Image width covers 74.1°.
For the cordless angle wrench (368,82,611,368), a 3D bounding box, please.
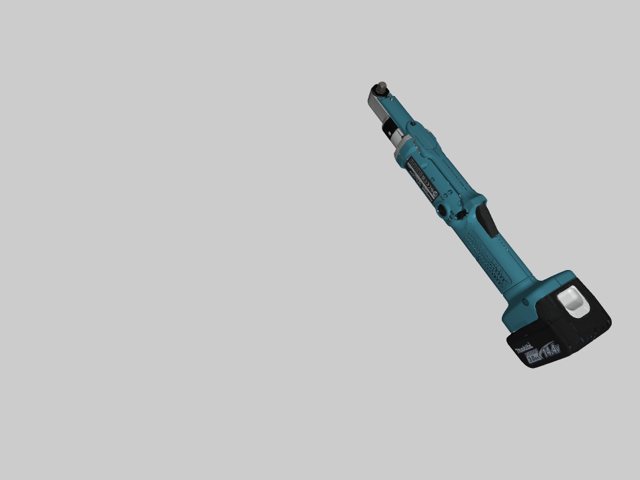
[{"bbox_3d":[0.179,-0.047,0.549,0.074,0.422,0.098,-23,-22,-21],"label":"cordless angle wrench"}]
